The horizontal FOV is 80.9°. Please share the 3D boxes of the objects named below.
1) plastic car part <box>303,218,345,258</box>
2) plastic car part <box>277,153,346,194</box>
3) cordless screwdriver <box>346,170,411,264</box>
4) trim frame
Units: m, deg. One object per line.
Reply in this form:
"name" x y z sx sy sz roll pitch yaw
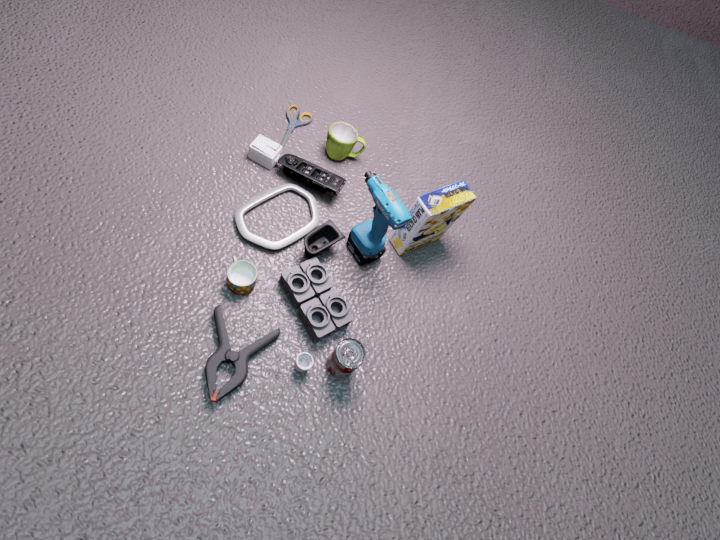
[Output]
"plastic car part" -0.110 -0.072 1.120 0.114 0.070 0.068 -35 77 -28
"plastic car part" -0.147 -0.276 1.228 0.204 0.066 0.066 29 59 3
"cordless screwdriver" 0.029 -0.129 1.083 0.072 0.247 0.164 -23 72 -27
"trim frame" -0.225 -0.154 1.164 0.244 0.027 0.189 -36 75 -28
